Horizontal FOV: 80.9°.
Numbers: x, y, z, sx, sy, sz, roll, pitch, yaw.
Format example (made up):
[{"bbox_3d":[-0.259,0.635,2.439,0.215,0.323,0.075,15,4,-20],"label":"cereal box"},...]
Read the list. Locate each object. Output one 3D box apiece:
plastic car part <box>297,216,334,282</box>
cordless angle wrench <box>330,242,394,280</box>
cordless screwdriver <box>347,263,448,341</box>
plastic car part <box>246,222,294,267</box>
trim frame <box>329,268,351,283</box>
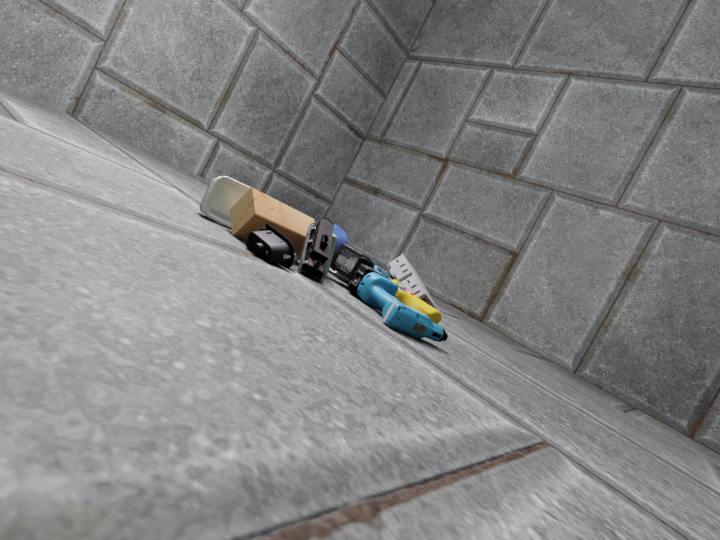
[{"bbox_3d":[-0.098,-0.064,1.006,0.065,0.067,0.208,22,33,-14],"label":"plastic car part"},{"bbox_3d":[0.043,0.013,1.253,0.103,0.074,0.402,31,3,27],"label":"cordless angle wrench"},{"bbox_3d":[0.079,0.077,0.957,0.152,0.074,0.260,26,8,-28],"label":"cordless screwdriver"},{"bbox_3d":[-0.198,-0.050,0.893,0.067,0.065,0.123,1,26,-47],"label":"plastic car part"},{"bbox_3d":[-0.003,0.038,1.244,0.262,0.027,0.174,32,7,33],"label":"trim frame"}]
